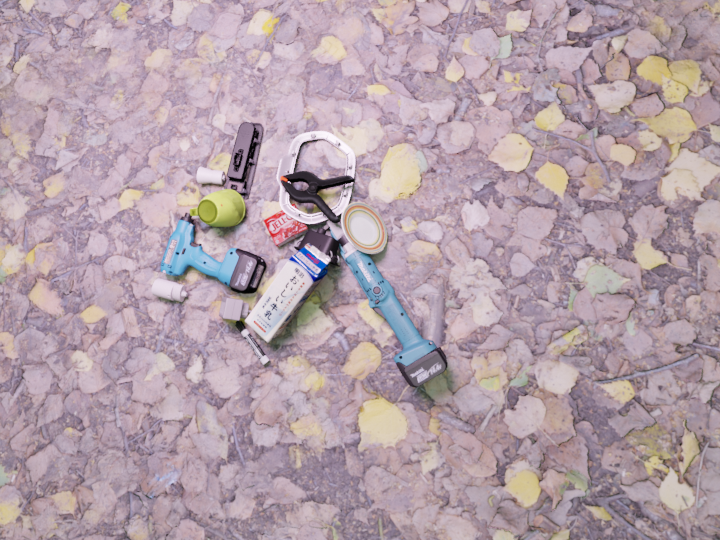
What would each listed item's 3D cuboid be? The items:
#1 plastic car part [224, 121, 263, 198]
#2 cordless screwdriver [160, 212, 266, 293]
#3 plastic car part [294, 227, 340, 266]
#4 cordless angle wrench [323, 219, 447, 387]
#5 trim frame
[{"bbox_3d":[-0.298,-0.287,1.062,0.068,0.065,0.204,10,79,12],"label":"plastic car part"},{"bbox_3d":[-0.352,-0.041,1.020,0.255,0.072,0.160,15,83,12],"label":"cordless screwdriver"},{"bbox_3d":[-0.096,-0.063,0.983,0.123,0.062,0.071,24,85,31],"label":"plastic car part"},{"bbox_3d":[0.041,0.049,0.955,0.098,0.072,0.436,-34,73,8],"label":"cordless angle wrench"},{"bbox_3d":[-0.109,-0.232,1.031,0.185,0.027,0.251,9,77,4],"label":"trim frame"}]
